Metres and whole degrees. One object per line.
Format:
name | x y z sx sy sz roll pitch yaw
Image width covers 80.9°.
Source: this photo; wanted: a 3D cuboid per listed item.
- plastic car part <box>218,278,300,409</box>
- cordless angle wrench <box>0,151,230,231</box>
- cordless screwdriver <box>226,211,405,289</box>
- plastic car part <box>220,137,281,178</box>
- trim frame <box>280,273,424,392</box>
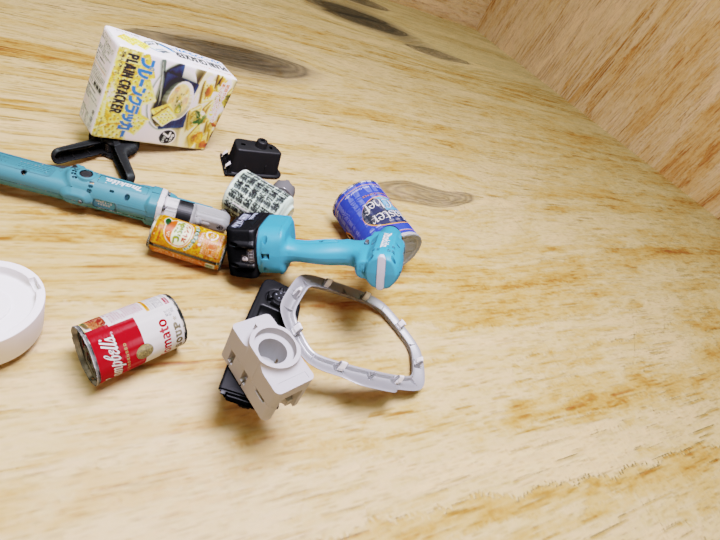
plastic car part | -0.119 0.091 0.530 0.066 0.066 0.208 14 38 -6
cordless angle wrench | -0.399 -0.121 0.612 0.410 0.074 0.101 14 43 -17
cordless screwdriver | -0.061 -0.040 0.622 0.254 0.072 0.159 6 25 11
plastic car part | -0.204 -0.222 0.815 0.112 0.070 0.069 -2 51 -26
trim frame | -0.003 0.086 0.587 0.236 0.028 0.192 22 34 -31
